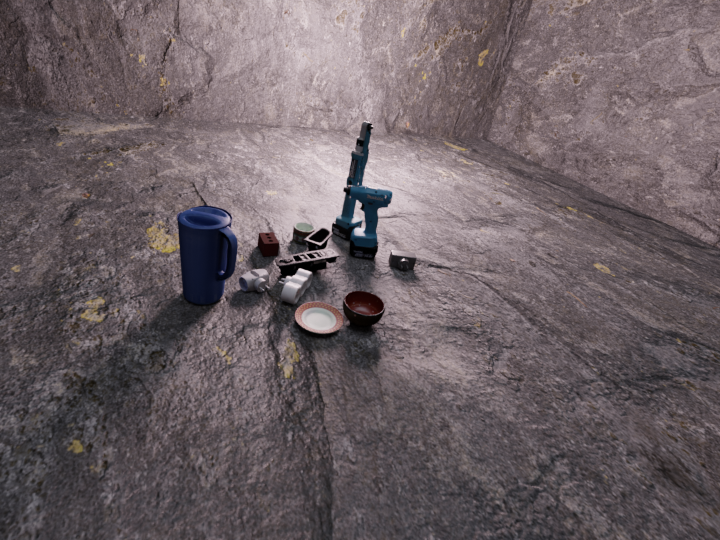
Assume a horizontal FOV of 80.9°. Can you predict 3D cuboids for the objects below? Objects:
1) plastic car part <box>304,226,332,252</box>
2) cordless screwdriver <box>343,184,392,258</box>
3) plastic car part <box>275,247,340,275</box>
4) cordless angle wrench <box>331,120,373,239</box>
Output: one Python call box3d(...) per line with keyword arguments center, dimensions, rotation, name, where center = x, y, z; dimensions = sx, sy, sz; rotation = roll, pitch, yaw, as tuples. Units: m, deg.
box3d(center=(-0.139, -0.091, 1.423), dimensions=(0.068, 0.069, 0.115), rotation=(20, 31, 16), name="plastic car part")
box3d(center=(0.004, -0.166, 1.417), dimensions=(0.160, 0.244, 0.075), rotation=(12, 29, 1), name="cordless screwdriver")
box3d(center=(-0.169, -0.023, 1.304), dimensions=(0.196, 0.066, 0.070), rotation=(-7, 34, -26), name="plastic car part")
box3d(center=(-0.019, -0.312, 1.487), dimensions=(0.103, 0.415, 0.072), rotation=(30, 34, 30), name="cordless angle wrench")
